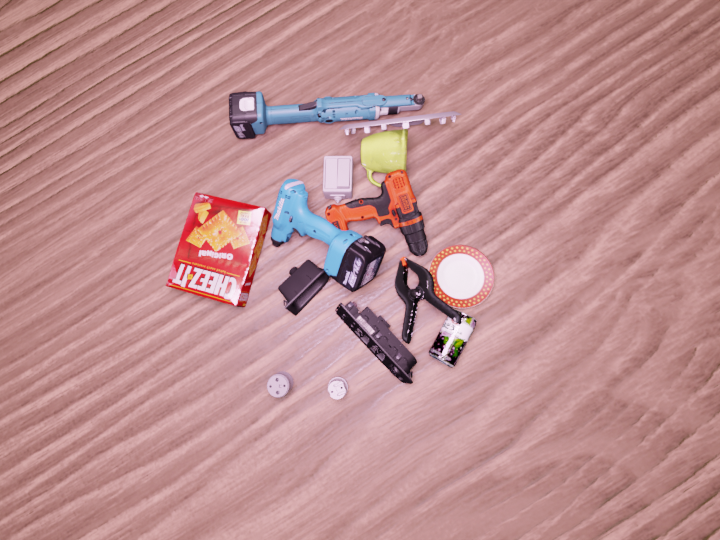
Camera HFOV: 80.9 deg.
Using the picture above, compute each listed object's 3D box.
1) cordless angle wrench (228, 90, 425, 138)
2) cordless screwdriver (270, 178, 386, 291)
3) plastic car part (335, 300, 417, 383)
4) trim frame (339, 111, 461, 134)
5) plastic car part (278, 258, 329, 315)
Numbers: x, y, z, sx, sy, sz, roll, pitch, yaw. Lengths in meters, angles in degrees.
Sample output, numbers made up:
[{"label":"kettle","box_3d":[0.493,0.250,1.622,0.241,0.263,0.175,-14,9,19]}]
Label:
[{"label":"cordless angle wrench","box_3d":[-0.073,-0.355,0.933,0.424,0.097,0.075,-4,81,1]},{"label":"cordless screwdriver","box_3d":[-0.082,-0.053,0.835,0.259,0.072,0.157,39,129,21]},{"label":"plastic car part","box_3d":[0.037,0.136,0.842,0.066,0.066,0.208,-33,76,-28]},{"label":"trim frame","box_3d":[0.075,-0.297,0.854,0.258,0.181,0.027,0,111,24]},{"label":"plastic car part","box_3d":[-0.125,0.026,0.881,0.074,0.063,0.116,38,82,23]}]
